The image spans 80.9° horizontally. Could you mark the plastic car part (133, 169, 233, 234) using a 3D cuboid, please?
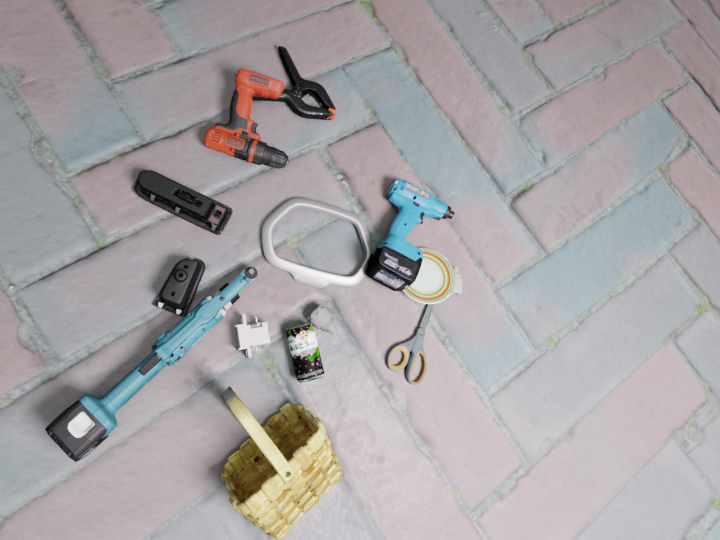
[{"bbox_3d":[-0.363,-0.144,0.850,0.202,0.067,0.066,25,79,-2],"label":"plastic car part"}]

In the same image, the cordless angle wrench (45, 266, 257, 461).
[{"bbox_3d":[-0.343,0.139,0.764,0.074,0.099,0.419,44,66,-2],"label":"cordless angle wrench"}]

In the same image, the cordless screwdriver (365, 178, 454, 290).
[{"bbox_3d":[0.113,-0.074,0.914,0.157,0.074,0.251,23,61,-7],"label":"cordless screwdriver"}]

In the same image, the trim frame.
[{"bbox_3d":[-0.088,-0.058,0.902,0.244,0.028,0.186,15,71,-10],"label":"trim frame"}]

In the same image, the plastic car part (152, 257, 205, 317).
[{"bbox_3d":[-0.341,0.022,0.801,0.065,0.072,0.117,23,74,-10],"label":"plastic car part"}]
